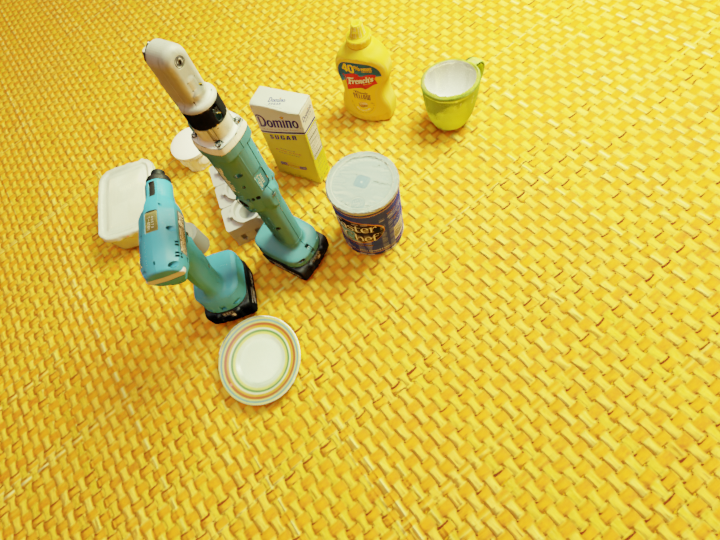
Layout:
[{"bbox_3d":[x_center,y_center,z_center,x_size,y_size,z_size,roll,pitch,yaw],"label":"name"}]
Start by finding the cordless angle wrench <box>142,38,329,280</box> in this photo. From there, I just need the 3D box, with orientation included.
[{"bbox_3d":[-0.132,-0.104,0.527,0.102,0.406,0.074,26,74,18],"label":"cordless angle wrench"}]

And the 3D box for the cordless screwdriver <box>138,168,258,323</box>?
[{"bbox_3d":[-0.232,-0.023,0.608,0.075,0.239,0.165,-18,65,1],"label":"cordless screwdriver"}]
